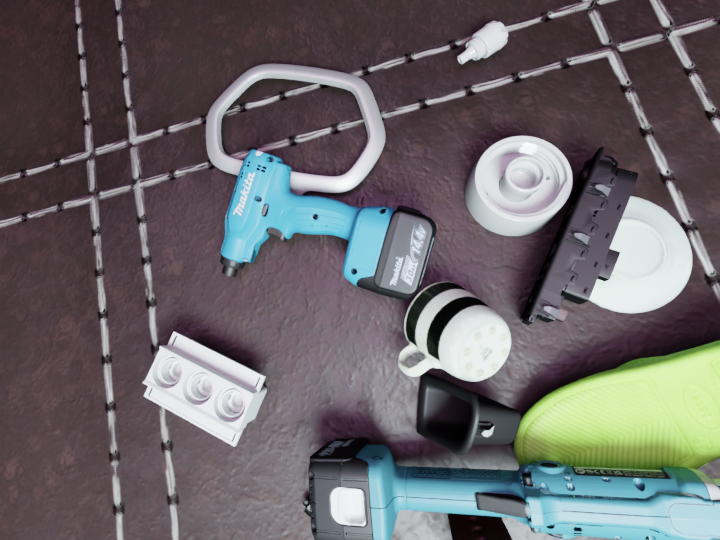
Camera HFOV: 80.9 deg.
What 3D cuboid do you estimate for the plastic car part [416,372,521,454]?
[{"bbox_3d":[0.110,0.144,0.417,0.069,0.118,0.066,9,81,-16],"label":"plastic car part"}]

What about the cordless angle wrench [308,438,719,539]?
[{"bbox_3d":[0.165,0.196,0.363,0.434,0.094,0.075,-7,79,18],"label":"cordless angle wrench"}]

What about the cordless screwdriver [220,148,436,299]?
[{"bbox_3d":[-0.048,-0.032,0.494,0.256,0.072,0.158,22,98,16],"label":"cordless screwdriver"}]

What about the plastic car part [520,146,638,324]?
[{"bbox_3d":[0.231,-0.033,0.437,0.070,0.063,0.203,18,83,27],"label":"plastic car part"}]

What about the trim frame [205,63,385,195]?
[{"bbox_3d":[-0.091,-0.187,0.560,0.254,0.027,0.185,13,80,11],"label":"trim frame"}]
